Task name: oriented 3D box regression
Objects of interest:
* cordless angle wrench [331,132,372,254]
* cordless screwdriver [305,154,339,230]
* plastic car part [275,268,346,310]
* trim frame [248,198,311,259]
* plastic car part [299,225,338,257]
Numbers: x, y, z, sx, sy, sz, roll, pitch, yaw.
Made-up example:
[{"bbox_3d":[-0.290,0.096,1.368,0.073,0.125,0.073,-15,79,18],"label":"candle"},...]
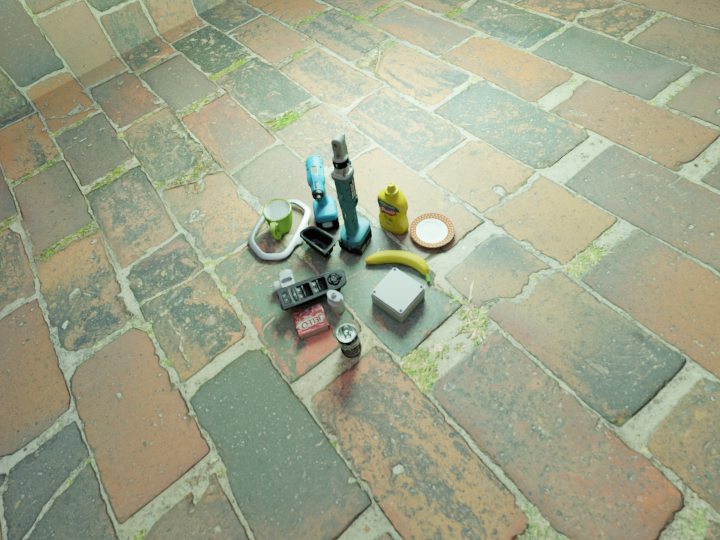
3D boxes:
[{"bbox_3d":[-0.033,-0.195,1.140,0.077,0.406,0.098,22,63,20],"label":"cordless angle wrench"},{"bbox_3d":[-0.114,-0.205,1.265,0.075,0.239,0.165,-10,56,1],"label":"cordless screwdriver"},{"bbox_3d":[-0.132,0.060,1.198,0.202,0.064,0.069,-23,56,-4],"label":"plastic car part"},{"bbox_3d":[-0.261,-0.137,1.380,0.191,0.026,0.250,13,60,20],"label":"trim frame"},{"bbox_3d":[-0.126,-0.082,1.290,0.122,0.068,0.065,32,67,27],"label":"plastic car part"}]
